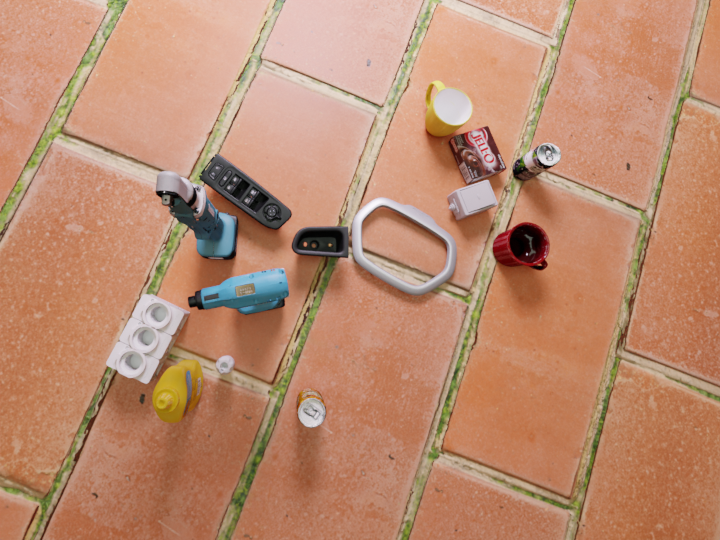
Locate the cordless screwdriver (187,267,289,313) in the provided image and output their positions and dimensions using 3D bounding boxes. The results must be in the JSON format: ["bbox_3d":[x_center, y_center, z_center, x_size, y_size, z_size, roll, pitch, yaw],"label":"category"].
[{"bbox_3d":[-0.212,0.044,0.773,0.157,0.250,0.075,-11,87,-9],"label":"cordless screwdriver"}]

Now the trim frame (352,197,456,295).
[{"bbox_3d":[0.095,-0.055,0.924,0.249,0.027,0.184,29,80,0],"label":"trim frame"}]

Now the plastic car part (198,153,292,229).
[{"bbox_3d":[-0.239,-0.156,0.894,0.203,0.067,0.066,36,80,1],"label":"plastic car part"}]

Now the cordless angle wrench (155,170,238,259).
[{"bbox_3d":[-0.264,-0.088,0.701,0.073,0.425,0.099,3,84,-10],"label":"cordless angle wrench"}]

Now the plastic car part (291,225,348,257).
[{"bbox_3d":[-0.087,-0.057,0.888,0.115,0.071,0.066,1,83,-6],"label":"plastic car part"}]
